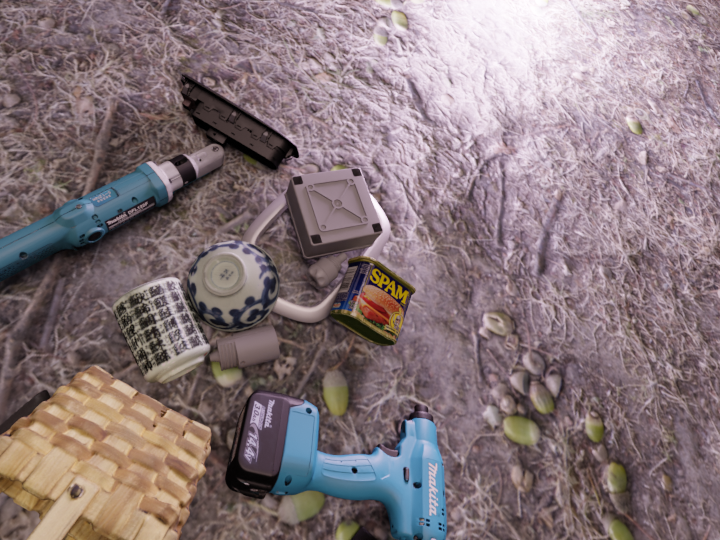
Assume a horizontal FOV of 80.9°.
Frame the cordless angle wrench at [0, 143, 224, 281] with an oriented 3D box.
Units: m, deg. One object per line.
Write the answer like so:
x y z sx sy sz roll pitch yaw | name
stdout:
-0.341 -0.058 0.517 0.076 0.098 0.416 46 61 7 | cordless angle wrench

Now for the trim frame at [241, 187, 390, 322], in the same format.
-0.060 -0.039 0.615 0.186 0.027 0.247 37 61 4 | trim frame

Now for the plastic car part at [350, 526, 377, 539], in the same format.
0.029 0.337 0.432 0.065 0.121 0.069 -42 110 -27 | plastic car part

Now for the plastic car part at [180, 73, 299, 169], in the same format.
-0.187 -0.214 0.638 0.202 0.066 0.067 27 73 -2 | plastic car part

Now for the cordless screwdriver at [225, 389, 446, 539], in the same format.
-0.019 0.202 0.488 0.246 0.074 0.162 20 44 -7 | cordless screwdriver
